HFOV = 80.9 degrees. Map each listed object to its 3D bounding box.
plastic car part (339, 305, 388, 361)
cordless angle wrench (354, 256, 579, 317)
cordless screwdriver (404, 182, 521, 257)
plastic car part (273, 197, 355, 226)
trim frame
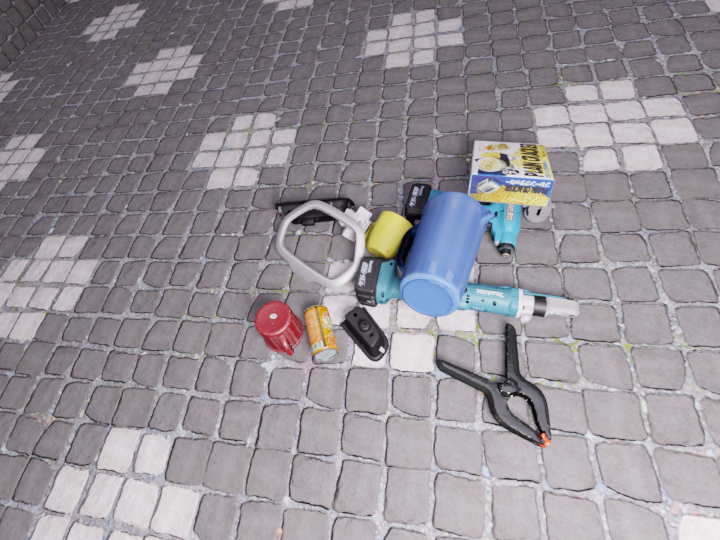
[{"bbox_3d":[0.009,0.119,0.858,0.065,0.067,0.123,-35,53,-9],"label":"plastic car part"},{"bbox_3d":[0.203,0.049,0.855,0.436,0.071,0.099,8,59,17],"label":"cordless angle wrench"},{"bbox_3d":[0.226,-0.114,0.953,0.256,0.071,0.161,8,60,15],"label":"cordless screwdriver"},{"bbox_3d":[-0.115,-0.149,1.074,0.206,0.063,0.069,-7,66,10],"label":"plastic car part"},{"bbox_3d":[-0.098,-0.064,0.999,0.260,0.026,0.184,32,89,26],"label":"trim frame"}]
